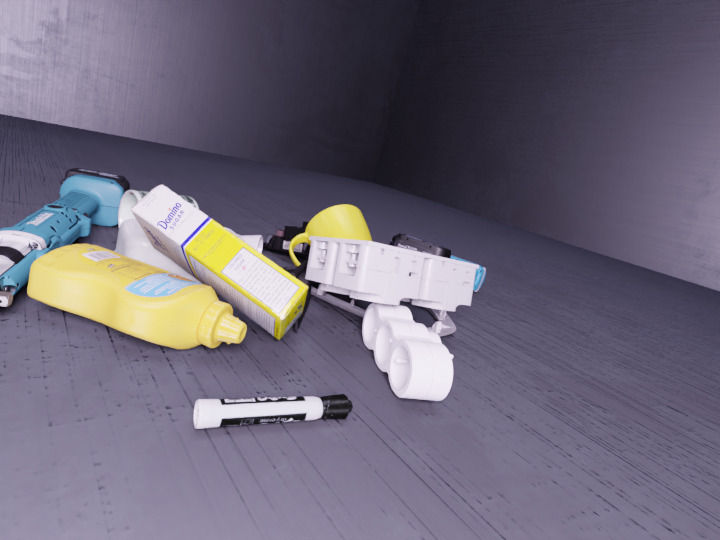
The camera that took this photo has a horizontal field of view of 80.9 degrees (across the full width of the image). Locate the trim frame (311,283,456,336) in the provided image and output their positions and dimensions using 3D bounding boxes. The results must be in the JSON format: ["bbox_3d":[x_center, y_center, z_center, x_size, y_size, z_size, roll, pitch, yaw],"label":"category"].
[{"bbox_3d":[0.016,0.036,0.612,0.260,0.027,0.178,22,18,24],"label":"trim frame"}]

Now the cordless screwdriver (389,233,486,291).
[{"bbox_3d":[0.115,-0.015,0.760,0.168,0.074,0.237,23,8,31],"label":"cordless screwdriver"}]

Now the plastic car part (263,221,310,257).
[{"bbox_3d":[-0.070,-0.046,0.718,0.213,0.067,0.063,16,2,31],"label":"plastic car part"}]

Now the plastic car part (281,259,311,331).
[{"bbox_3d":[-0.099,0.022,0.515,0.071,0.065,0.117,0,12,0],"label":"plastic car part"}]

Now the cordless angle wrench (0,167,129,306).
[{"bbox_3d":[-0.377,-0.054,0.524,0.095,0.073,0.441,8,18,-21],"label":"cordless angle wrench"}]
